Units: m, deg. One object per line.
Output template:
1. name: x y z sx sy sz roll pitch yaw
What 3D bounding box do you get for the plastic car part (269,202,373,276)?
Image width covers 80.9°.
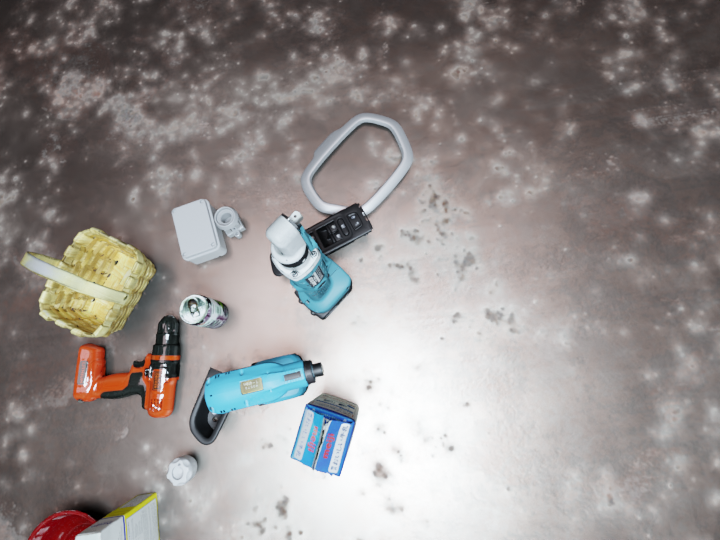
1. plastic car part: -0.079 -0.051 0.804 0.203 0.065 0.068 -26 77 0

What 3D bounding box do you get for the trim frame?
1. trim frame: -0.008 -0.215 0.857 0.189 0.027 0.248 38 83 14

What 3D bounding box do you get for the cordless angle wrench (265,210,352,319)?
1. cordless angle wrench: -0.073 0.001 0.610 0.076 0.414 0.098 42 83 9

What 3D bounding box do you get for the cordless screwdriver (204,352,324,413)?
1. cordless screwdriver: -0.124 0.169 0.662 0.160 0.243 0.076 -14 78 0

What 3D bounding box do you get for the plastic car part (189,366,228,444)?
1. plastic car part: -0.253 0.239 0.750 0.067 0.069 0.117 20 79 9
